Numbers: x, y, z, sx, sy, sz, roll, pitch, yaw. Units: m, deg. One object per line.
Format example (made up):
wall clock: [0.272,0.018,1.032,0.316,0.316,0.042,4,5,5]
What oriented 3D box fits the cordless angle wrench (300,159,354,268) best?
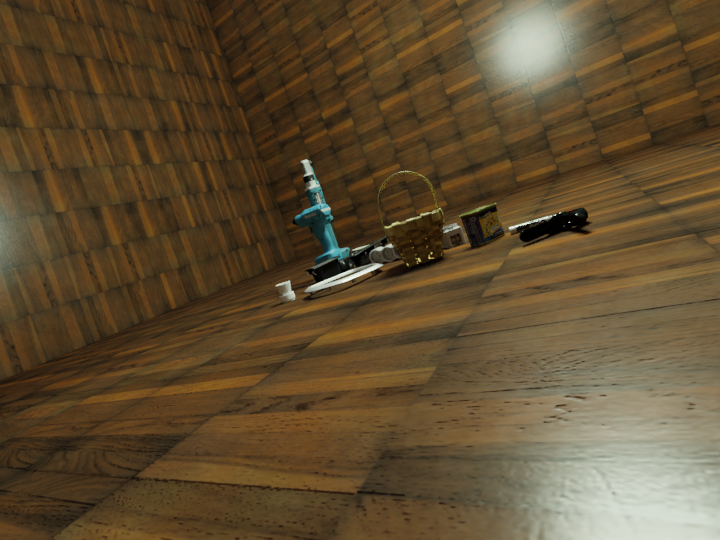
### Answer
cordless angle wrench: [-0.137,-0.196,1.523,0.095,0.422,0.076,-20,2,-25]

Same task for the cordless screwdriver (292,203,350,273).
cordless screwdriver: [-0.141,-0.092,1.442,0.165,0.248,0.072,-17,3,39]

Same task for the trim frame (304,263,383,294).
trim frame: [-0.044,0.023,1.185,0.240,0.027,0.191,-25,9,-40]

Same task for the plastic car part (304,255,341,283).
plastic car part: [-0.102,0.005,1.311,0.113,0.070,0.068,-22,5,-30]

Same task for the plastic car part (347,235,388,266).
plastic car part: [0.029,-0.062,1.490,0.069,0.067,0.196,-15,7,45]
